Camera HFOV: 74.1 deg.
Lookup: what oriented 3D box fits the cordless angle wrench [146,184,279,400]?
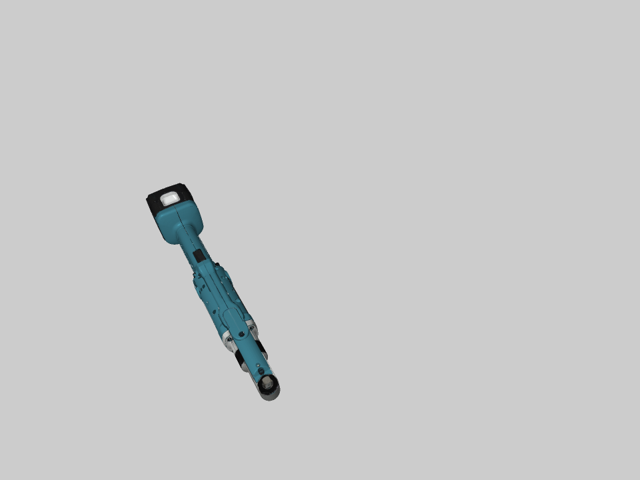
[{"bbox_3d":[-0.168,0.068,0.663,0.074,0.098,0.422,-26,53,-19],"label":"cordless angle wrench"}]
